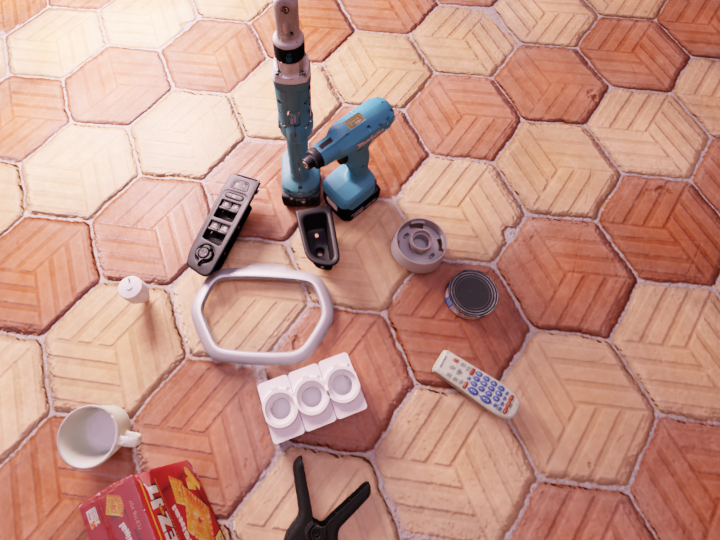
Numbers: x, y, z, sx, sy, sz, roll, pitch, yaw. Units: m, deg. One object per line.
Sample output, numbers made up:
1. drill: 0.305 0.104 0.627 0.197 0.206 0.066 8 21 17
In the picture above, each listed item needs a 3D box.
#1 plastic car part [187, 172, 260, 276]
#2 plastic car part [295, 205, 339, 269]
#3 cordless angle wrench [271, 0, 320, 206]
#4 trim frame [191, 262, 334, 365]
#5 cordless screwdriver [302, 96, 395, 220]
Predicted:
1. plastic car part: -0.252 -0.080 0.781 0.067 0.066 0.204 21 69 6
2. plastic car part: -0.075 -0.049 0.764 0.065 0.069 0.120 -10 69 -6
3. cordless angle wrench: -0.100 -0.233 0.655 0.074 0.415 0.100 0 70 -5
4. trim frame: -0.171 0.071 0.738 0.249 0.027 0.188 1 67 1
5. cordless screwdriver: -0.028 -0.166 0.719 0.158 0.244 0.076 -38 77 -16
